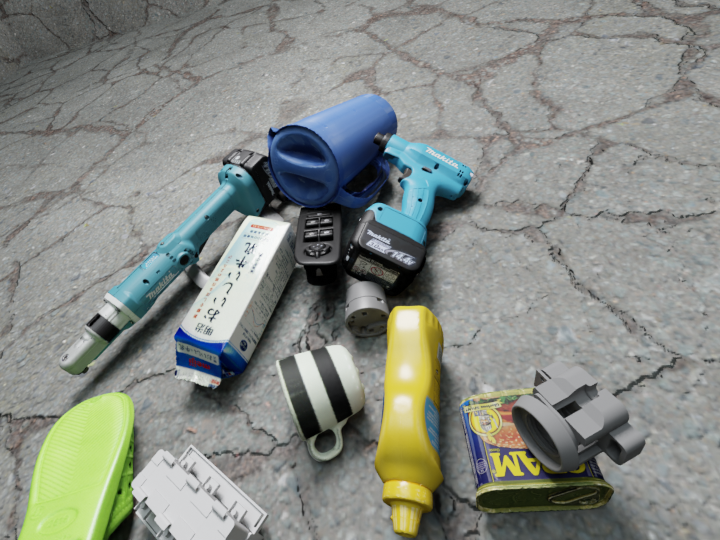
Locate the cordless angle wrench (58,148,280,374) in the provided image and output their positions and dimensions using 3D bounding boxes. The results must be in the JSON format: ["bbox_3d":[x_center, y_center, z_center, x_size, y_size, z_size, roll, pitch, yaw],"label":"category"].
[{"bbox_3d":[-0.284,-0.024,0.650,0.078,0.093,0.421,20,61,30],"label":"cordless angle wrench"}]

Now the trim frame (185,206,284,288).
[{"bbox_3d":[-0.221,-0.055,0.726,0.182,0.026,0.263,-38,45,-14],"label":"trim frame"}]

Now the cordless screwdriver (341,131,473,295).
[{"bbox_3d":[0.049,-0.097,0.595,0.161,0.073,0.248,29,57,6],"label":"cordless screwdriver"}]

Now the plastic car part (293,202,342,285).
[{"bbox_3d":[-0.059,-0.039,0.606,0.066,0.065,0.208,0,24,-3],"label":"plastic car part"}]

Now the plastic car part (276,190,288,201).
[{"bbox_3d":[-0.132,-0.160,0.775,0.123,0.062,0.071,29,77,35],"label":"plastic car part"}]
